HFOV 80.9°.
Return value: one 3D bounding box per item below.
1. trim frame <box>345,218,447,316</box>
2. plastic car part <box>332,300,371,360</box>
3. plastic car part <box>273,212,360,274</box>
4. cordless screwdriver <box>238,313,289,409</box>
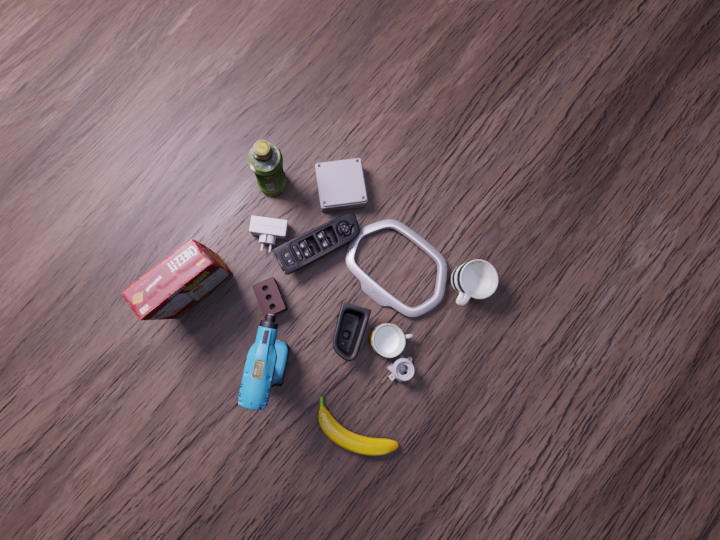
[{"bbox_3d":[0.083,-0.007,0.971,0.251,0.027,0.184,39,82,5],"label":"trim frame"},{"bbox_3d":[-0.026,0.134,0.924,0.066,0.070,0.117,17,81,-2],"label":"plastic car part"},{"bbox_3d":[-0.094,-0.061,0.958,0.202,0.067,0.067,-28,85,-6],"label":"plastic car part"},{"bbox_3d":[-0.182,0.165,0.827,0.074,0.248,0.160,11,82,-5],"label":"cordless screwdriver"}]
